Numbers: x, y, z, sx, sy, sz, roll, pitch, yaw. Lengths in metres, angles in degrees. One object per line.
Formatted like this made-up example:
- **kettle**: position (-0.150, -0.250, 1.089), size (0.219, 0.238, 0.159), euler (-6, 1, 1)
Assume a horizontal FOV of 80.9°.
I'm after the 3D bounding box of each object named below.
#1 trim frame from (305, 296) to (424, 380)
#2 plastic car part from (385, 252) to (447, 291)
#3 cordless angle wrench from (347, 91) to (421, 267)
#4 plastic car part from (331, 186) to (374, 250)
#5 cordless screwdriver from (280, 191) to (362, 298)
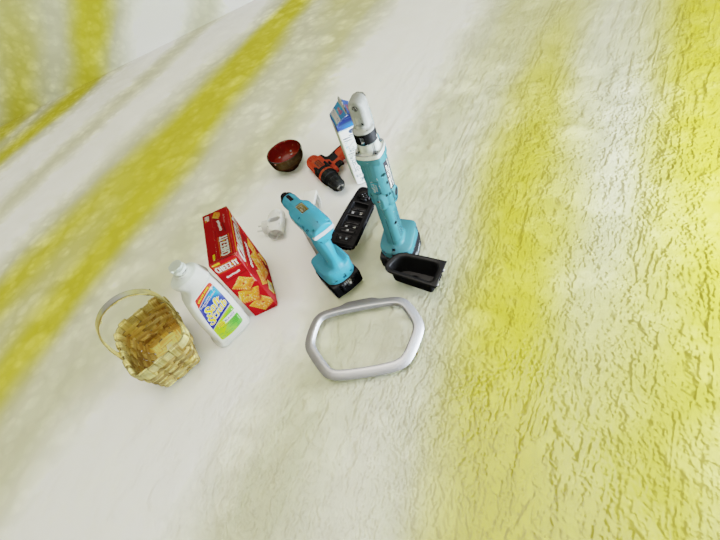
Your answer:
- **trim frame**: position (0.005, 0.132, 0.865), size (0.252, 0.026, 0.191), euler (-14, 50, 12)
- **plastic car part**: position (0.117, 0.009, 0.887), size (0.122, 0.067, 0.066), euler (14, 60, 30)
- **cordless angle wrench**: position (0.044, -0.154, 0.820), size (0.077, 0.402, 0.099), euler (5, 55, 23)
- **plastic car part**: position (-0.007, -0.123, 1.042), size (0.069, 0.064, 0.204), euler (7, 57, 26)
- **cordless screwdriver**: position (-0.089, -0.058, 0.911), size (0.074, 0.236, 0.168), euler (-38, 50, -11)
